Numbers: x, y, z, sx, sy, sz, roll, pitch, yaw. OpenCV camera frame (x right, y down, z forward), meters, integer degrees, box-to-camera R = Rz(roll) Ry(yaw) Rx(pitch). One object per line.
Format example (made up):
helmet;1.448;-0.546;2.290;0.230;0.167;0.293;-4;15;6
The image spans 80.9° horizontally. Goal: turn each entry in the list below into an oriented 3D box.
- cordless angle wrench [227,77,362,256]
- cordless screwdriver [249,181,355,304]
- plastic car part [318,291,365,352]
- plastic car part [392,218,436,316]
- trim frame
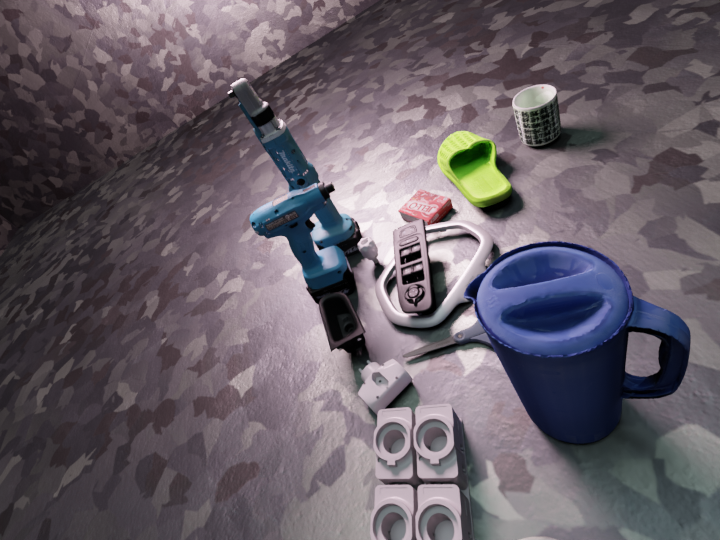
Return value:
cordless angle wrench;-0.119;-0.185;0.830;0.099;0.401;0.077;-22;40;13
cordless screwdriver;-0.078;-0.051;0.801;0.161;0.236;0.077;-25;40;11
plastic car part;-0.027;0.098;0.753;0.066;0.067;0.122;-30;40;5
plastic car part;0.100;0.002;0.763;0.068;0.063;0.208;-17;43;20
trim frame;0.132;0.000;0.772;0.195;0.026;0.247;20;64;44
